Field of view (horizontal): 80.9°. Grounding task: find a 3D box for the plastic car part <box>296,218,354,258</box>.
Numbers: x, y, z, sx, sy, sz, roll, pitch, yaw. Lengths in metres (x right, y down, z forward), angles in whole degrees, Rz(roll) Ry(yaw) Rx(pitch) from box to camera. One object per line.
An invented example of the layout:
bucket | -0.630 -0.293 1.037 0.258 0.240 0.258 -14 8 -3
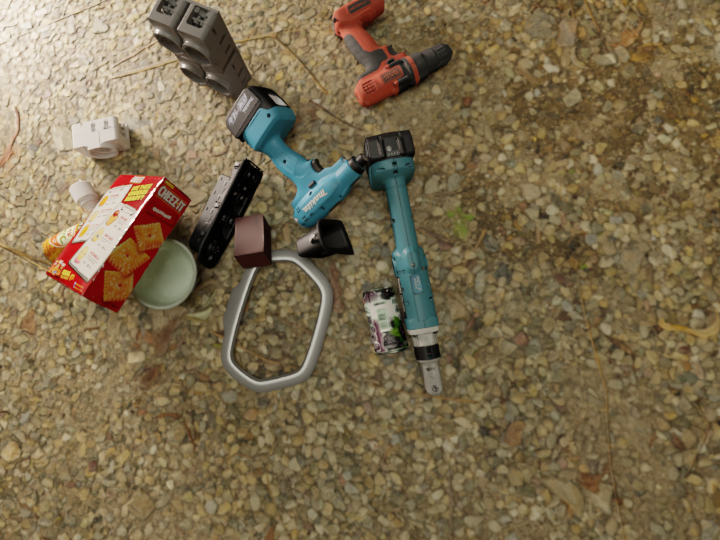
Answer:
plastic car part | -0.069 -0.045 0.704 0.072 0.112 0.067 -25 82 24

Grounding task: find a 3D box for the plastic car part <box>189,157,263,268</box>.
plastic car part | -0.248 -0.104 0.752 0.069 0.064 0.203 19 84 16

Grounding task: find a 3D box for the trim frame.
trim frame | -0.148 0.084 0.730 0.187 0.027 0.249 14 85 7

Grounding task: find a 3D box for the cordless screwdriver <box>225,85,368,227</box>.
cordless screwdriver | -0.109 -0.212 0.719 0.161 0.072 0.253 -42 80 28

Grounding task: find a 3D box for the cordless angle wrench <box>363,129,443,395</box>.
cordless angle wrench | 0.080 -0.012 0.688 0.074 0.097 0.426 -10 84 -1
